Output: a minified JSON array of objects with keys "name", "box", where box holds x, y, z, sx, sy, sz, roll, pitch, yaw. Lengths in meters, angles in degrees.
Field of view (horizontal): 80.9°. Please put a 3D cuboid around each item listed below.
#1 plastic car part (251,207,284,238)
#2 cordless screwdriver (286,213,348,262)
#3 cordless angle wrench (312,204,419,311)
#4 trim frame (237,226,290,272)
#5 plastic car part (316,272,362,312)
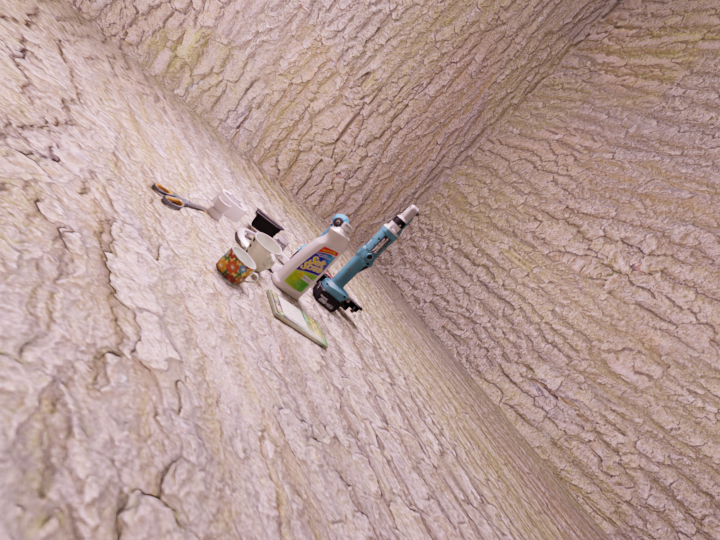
[{"name":"plastic car part","box":[-0.321,-0.147,1.420,0.112,0.071,0.068,42,8,-19]},{"name":"cordless screwdriver","box":[-0.136,-0.089,1.394,0.074,0.249,0.159,44,8,-3]},{"name":"cordless angle wrench","box":[0.022,-0.049,1.334,0.094,0.424,0.077,42,9,-22]},{"name":"trim frame","box":[-0.280,-0.052,1.270,0.194,0.027,0.235,49,8,35]},{"name":"plastic car part","box":[-0.083,0.079,1.459,0.210,0.067,0.064,46,8,19]}]
